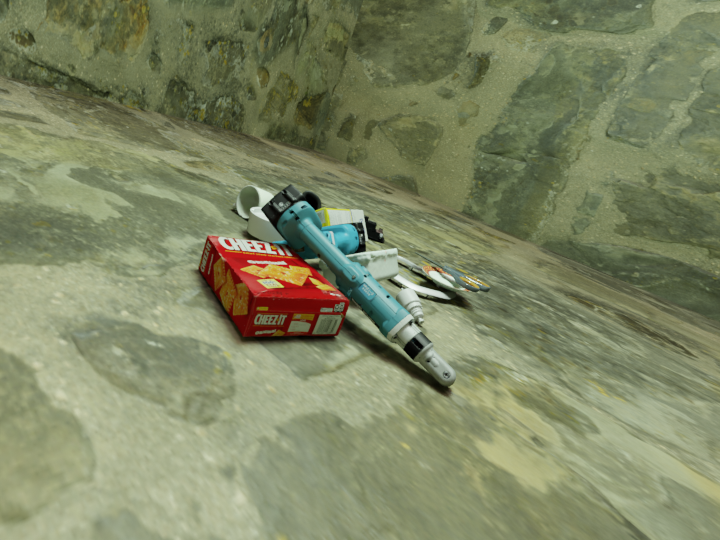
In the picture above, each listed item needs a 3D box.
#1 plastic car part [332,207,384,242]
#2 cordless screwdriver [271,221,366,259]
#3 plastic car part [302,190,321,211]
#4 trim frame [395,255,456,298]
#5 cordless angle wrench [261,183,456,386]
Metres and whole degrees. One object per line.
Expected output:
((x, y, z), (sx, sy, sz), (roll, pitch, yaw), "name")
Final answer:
((-0.016, -0.146, 1.320), (0.203, 0.066, 0.067), (16, 24, -1), "plastic car part")
((-0.091, -0.060, 0.933), (0.165, 0.074, 0.242), (-5, 6, 23), "cordless screwdriver")
((-0.146, -0.149, 1.126), (0.064, 0.117, 0.073), (13, -6, -19), "plastic car part")
((0.123, 0.010, 1.051), (0.175, 0.027, 0.263), (0, 24, -44), "trim frame")
((-0.009, 0.019, 0.695), (0.442, 0.074, 0.094), (45, -8, 26), "cordless angle wrench")
